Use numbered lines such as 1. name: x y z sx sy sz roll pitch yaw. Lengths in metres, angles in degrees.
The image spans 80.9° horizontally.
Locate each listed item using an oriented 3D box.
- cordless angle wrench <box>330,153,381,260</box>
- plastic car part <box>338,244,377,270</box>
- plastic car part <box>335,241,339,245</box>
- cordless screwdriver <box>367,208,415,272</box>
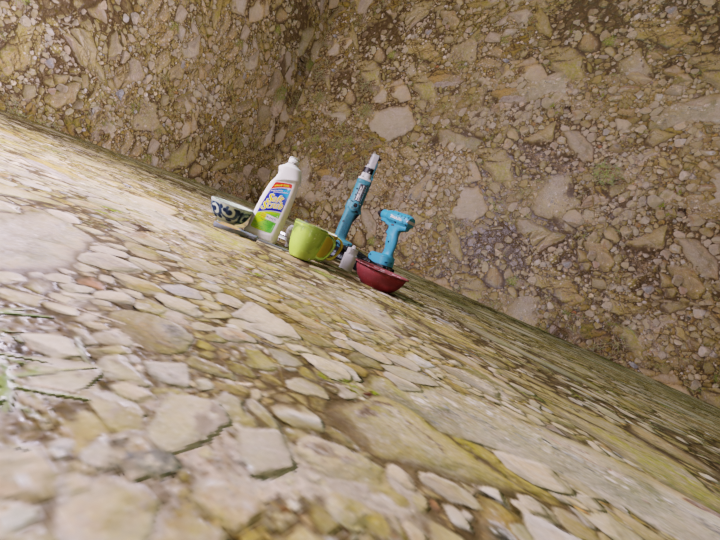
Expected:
1. cordless angle wrench: -0.024 -0.247 1.615 0.096 0.422 0.076 22 4 -13
2. plastic car part: -0.017 -0.037 1.450 0.063 0.067 0.213 20 5 -30
3. plastic car part: -0.145 -0.095 1.486 0.111 0.071 0.069 20 5 -28
4. cordless screwdriver: 0.086 -0.100 1.537 0.070 0.248 0.169 19 5 -46
